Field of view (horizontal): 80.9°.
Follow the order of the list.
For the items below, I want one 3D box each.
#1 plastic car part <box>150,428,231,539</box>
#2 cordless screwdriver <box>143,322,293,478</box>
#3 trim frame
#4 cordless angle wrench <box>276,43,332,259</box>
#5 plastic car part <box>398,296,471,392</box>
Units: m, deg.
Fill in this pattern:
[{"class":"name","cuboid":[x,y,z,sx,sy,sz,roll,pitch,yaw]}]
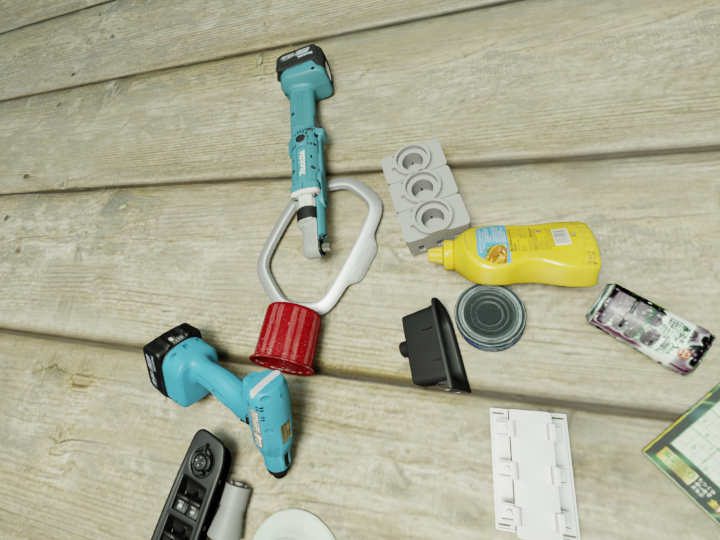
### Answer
[{"class":"plastic car part","cuboid":[-0.219,0.320,0.558,0.069,0.063,0.204,7,74,29]},{"class":"cordless screwdriver","cuboid":[-0.194,0.179,0.591,0.262,0.155,0.072,15,30,33]},{"class":"trim frame","cuboid":[-0.066,-0.043,0.679,0.193,0.026,0.249,21,75,28]},{"class":"cordless angle wrench","cuboid":[-0.090,-0.209,0.718,0.100,0.071,0.435,-13,61,14]},{"class":"plastic car part","cuboid":[0.087,0.102,0.544,0.072,0.062,0.120,-26,58,24]}]
